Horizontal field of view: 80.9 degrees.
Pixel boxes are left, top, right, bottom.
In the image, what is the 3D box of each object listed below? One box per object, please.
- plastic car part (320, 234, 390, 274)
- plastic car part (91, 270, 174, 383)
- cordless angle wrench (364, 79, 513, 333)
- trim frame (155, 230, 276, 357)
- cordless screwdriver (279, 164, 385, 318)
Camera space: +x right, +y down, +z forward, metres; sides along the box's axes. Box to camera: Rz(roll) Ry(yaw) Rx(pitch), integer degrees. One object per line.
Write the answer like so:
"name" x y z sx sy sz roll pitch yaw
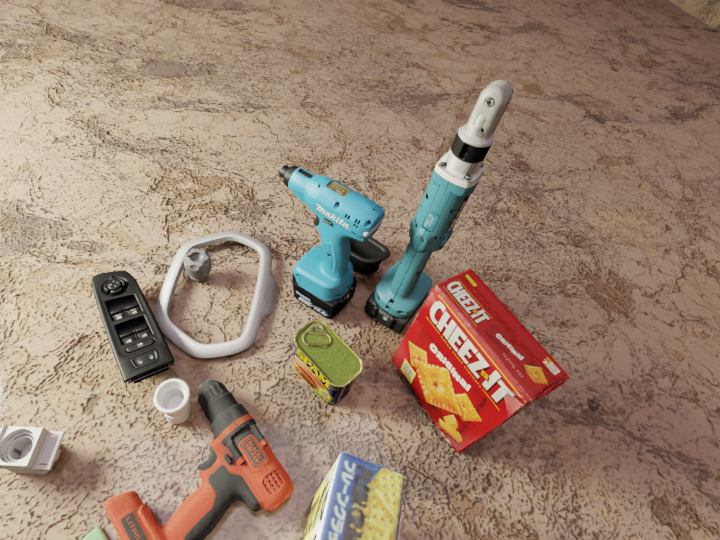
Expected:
"plastic car part" -0.011 -0.030 0.762 0.121 0.069 0.065 35 54 18
"plastic car part" -0.339 0.080 0.626 0.065 0.066 0.212 -24 59 -27
"cordless angle wrench" 0.097 -0.057 0.577 0.077 0.415 0.097 35 53 14
"trim frame" -0.234 0.030 0.707 0.183 0.027 0.255 6 51 -4
"cordless screwdriver" -0.064 -0.042 0.651 0.164 0.244 0.073 34 53 14
